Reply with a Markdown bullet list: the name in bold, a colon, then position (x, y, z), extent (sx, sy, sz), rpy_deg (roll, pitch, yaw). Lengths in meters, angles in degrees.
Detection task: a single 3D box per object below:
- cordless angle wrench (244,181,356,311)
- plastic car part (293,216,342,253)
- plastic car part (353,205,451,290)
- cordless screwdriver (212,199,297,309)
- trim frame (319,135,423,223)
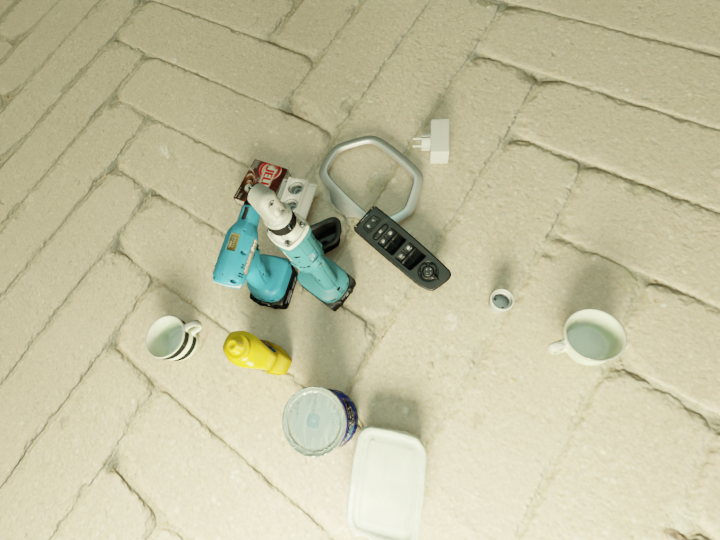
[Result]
- **cordless angle wrench**: position (-0.087, -0.027, 0.675), extent (0.102, 0.408, 0.074), rpy_deg (35, 80, 17)
- **plastic car part**: position (-0.085, -0.056, 0.869), extent (0.117, 0.068, 0.068), rpy_deg (-25, 69, 2)
- **plastic car part**: position (0.081, -0.035, 0.825), extent (0.066, 0.064, 0.211), rpy_deg (-46, 68, -7)
- **cordless screwdriver**: position (-0.183, -0.022, 0.786), extent (0.076, 0.240, 0.161), rpy_deg (10, 74, 12)
- **trim frame**: position (0.019, -0.196, 0.919), extent (0.184, 0.026, 0.259), rpy_deg (-42, 67, -4)
